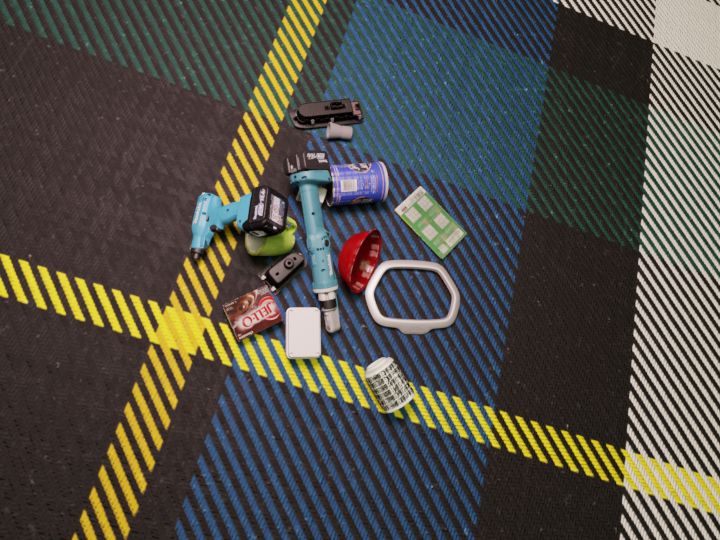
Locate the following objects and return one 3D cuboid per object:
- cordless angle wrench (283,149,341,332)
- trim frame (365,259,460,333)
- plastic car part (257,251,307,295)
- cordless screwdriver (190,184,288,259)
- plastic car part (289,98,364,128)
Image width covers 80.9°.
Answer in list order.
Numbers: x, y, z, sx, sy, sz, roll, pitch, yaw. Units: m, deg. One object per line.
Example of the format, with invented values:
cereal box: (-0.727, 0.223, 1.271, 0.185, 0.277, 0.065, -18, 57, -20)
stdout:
cordless angle wrench: (-0.097, -0.063, 0.988, 0.094, 0.078, 0.422, -10, 92, -48)
trim frame: (0.131, 0.065, 1.055, 0.244, 0.027, 0.187, 2, 74, -12)
plastic car part: (-0.177, -0.006, 0.995, 0.115, 0.071, 0.066, -42, 91, -15)
cordless screwdriver: (-0.282, -0.102, 0.937, 0.260, 0.070, 0.161, 0, 73, 32)
plastic car part: (-0.087, -0.422, 1.128, 0.200, 0.068, 0.067, -12, 87, -11)
